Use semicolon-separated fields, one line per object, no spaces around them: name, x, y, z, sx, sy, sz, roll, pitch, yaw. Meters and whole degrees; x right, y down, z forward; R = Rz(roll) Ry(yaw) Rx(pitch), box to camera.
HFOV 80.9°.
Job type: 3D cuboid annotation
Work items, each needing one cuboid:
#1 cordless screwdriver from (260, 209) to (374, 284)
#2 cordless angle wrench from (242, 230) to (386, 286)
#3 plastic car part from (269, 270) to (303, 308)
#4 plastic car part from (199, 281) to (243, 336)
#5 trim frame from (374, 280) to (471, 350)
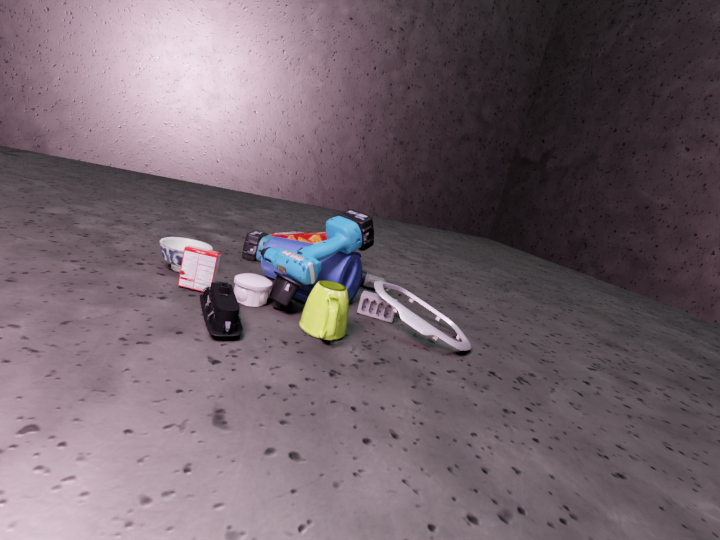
cordless screwdriver;-0.094;-0.061;0.956;0.168;0.072;0.243;21;41;38
cordless angle wrench;-0.133;-0.020;1.228;0.430;0.074;0.097;17;13;9
plastic car part;-0.166;0.046;0.902;0.064;0.071;0.119;27;-2;-14
plastic car part;-0.254;0.063;0.784;0.063;0.067;0.212;15;13;-26
trim frame;0.134;0.097;0.934;0.255;0.027;0.179;35;14;13
